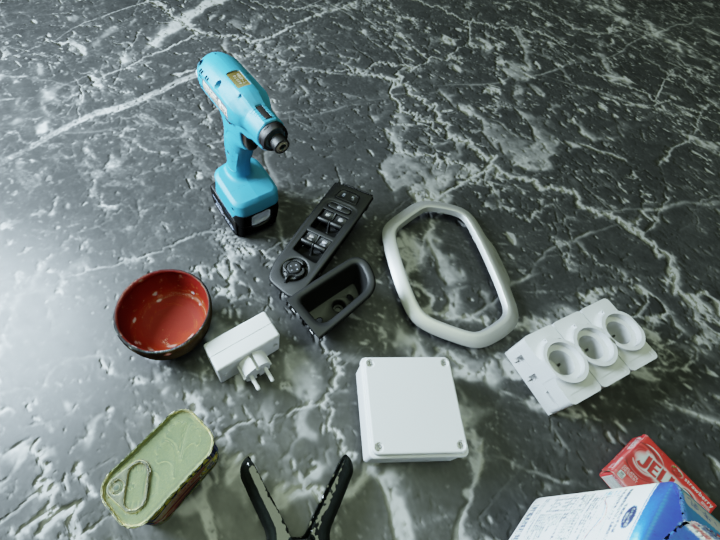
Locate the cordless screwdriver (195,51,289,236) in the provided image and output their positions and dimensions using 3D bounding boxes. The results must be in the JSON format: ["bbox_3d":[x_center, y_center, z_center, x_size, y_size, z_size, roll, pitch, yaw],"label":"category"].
[{"bbox_3d":[-0.145,-0.136,0.555,0.073,0.244,0.166,-28,66,-25],"label":"cordless screwdriver"}]

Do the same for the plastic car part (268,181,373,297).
[{"bbox_3d":[-0.059,-0.039,0.606,0.068,0.066,0.202,28,58,10],"label":"plastic car part"}]

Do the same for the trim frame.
[{"bbox_3d":[0.132,-0.004,0.626,0.181,0.027,0.258,-9,58,-11],"label":"trim frame"}]

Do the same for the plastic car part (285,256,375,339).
[{"bbox_3d":[-0.032,0.042,0.553,0.114,0.069,0.068,-34,68,-25],"label":"plastic car part"}]
